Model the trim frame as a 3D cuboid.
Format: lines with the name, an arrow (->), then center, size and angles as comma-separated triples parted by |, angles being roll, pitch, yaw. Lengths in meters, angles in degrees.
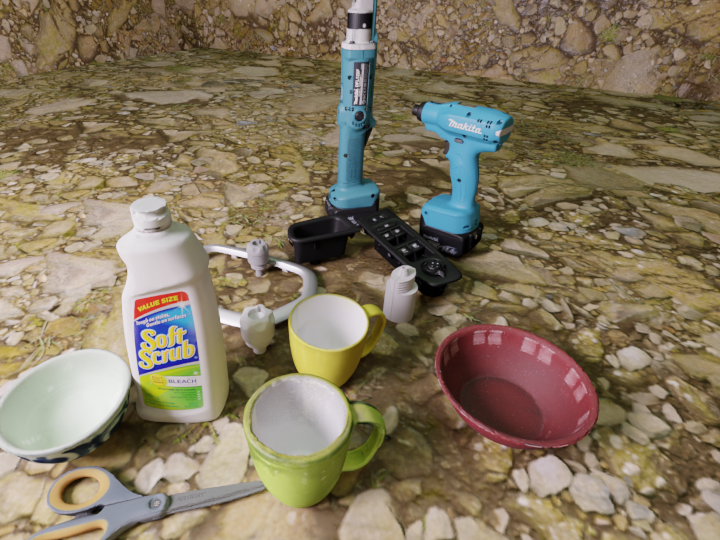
trim frame -> -0.186, 0.017, 0.648 | 0.256, 0.027, 0.184 | 12, 36, 16

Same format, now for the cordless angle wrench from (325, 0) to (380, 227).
cordless angle wrench -> -0.007, -0.271, 0.728 | 0.096, 0.411, 0.078 | -6, 35, -14

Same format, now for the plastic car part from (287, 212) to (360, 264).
plastic car part -> -0.069, -0.045, 0.701 | 0.113, 0.069, 0.070 | -17, 39, -25

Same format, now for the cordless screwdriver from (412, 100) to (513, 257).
cordless screwdriver -> 0.146, -0.155, 0.711 | 0.168, 0.242, 0.072 | 29, 41, 33

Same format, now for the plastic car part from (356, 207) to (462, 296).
plastic car part -> 0.072, -0.025, 0.677 | 0.064, 0.065, 0.215 | -17, 39, -26
